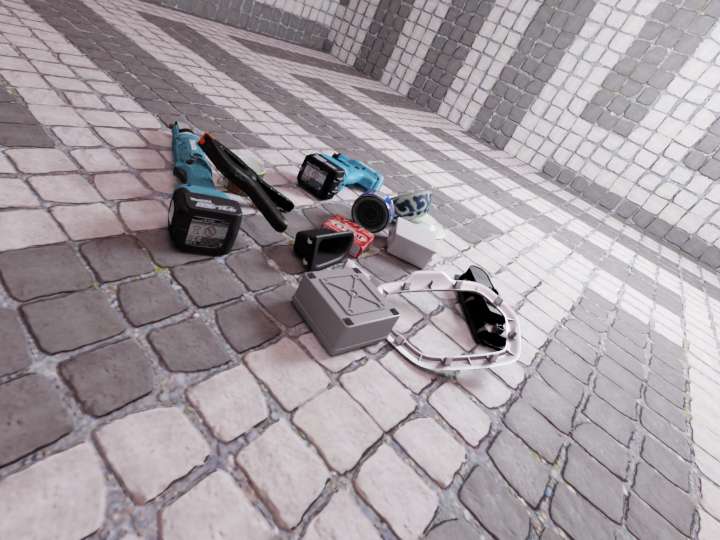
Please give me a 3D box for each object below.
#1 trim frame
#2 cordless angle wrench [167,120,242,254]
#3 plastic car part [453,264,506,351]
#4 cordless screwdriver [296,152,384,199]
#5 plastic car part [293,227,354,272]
[{"bbox_3d":[0.136,0.071,0.659,0.243,0.027,0.192,-2,43,-14],"label":"trim frame"},{"bbox_3d":[-0.299,-0.181,0.753,0.093,0.074,0.446,6,32,-32],"label":"cordless angle wrench"},{"bbox_3d":[0.220,0.054,0.770,0.065,0.066,0.209,13,29,-11],"label":"plastic car part"},{"bbox_3d":[-0.060,-0.242,1.024,0.166,0.074,0.240,37,27,20],"label":"cordless screwdriver"},{"bbox_3d":[-0.070,-0.046,0.720,0.074,0.065,0.113,24,23,25],"label":"plastic car part"}]
